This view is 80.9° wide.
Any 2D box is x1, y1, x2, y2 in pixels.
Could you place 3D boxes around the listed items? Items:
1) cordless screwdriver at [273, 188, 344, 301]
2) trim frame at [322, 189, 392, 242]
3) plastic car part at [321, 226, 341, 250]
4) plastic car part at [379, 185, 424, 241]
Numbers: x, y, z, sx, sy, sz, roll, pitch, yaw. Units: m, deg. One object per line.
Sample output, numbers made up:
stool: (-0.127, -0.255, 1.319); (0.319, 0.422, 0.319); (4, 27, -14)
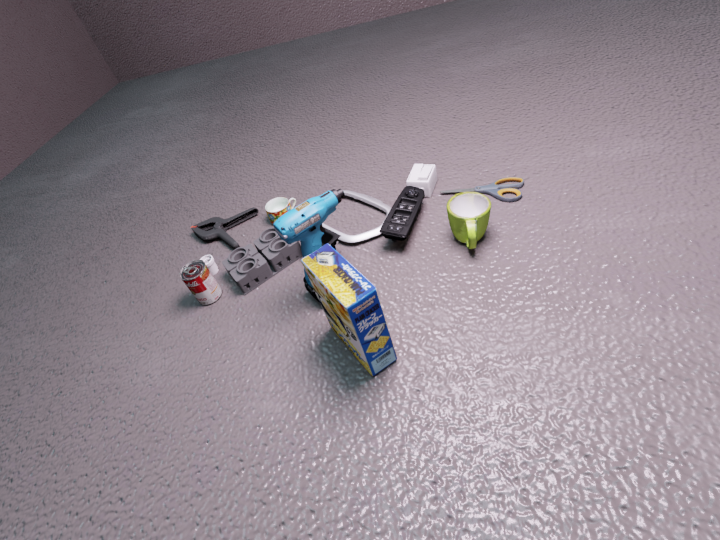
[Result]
cordless screwdriver: (-0.077, -0.051, 0.914); (0.157, 0.237, 0.079); (-34, 45, -16)
trim frame: (-0.024, -0.151, 1.147); (0.263, 0.026, 0.182); (27, 61, 39)
plastic car part: (-0.104, -0.068, 1.065); (0.065, 0.068, 0.123); (-42, 47, -22)
plastic car part: (0.113, -0.137, 1.051); (0.069, 0.064, 0.204); (6, 49, 25)
